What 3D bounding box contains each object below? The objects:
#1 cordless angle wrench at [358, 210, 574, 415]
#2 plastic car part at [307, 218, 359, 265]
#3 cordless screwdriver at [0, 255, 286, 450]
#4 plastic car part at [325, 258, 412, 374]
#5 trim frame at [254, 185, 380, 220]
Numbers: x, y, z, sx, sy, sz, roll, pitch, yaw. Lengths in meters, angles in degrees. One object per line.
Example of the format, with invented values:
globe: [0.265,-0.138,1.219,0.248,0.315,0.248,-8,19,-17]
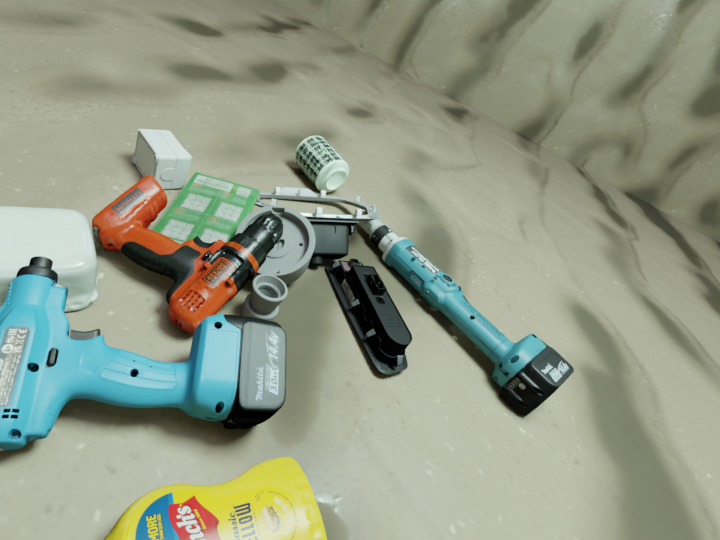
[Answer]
cordless angle wrench: [0.132,0.033,0.699,0.094,0.074,0.444,-12,48,-44]
plastic car part: [-0.065,-0.043,0.665,0.113,0.067,0.072,-3,79,-22]
cordless screwdriver: [-0.196,0.070,0.389,0.239,0.075,0.164,6,57,-25]
plastic car part: [0.019,0.051,0.605,0.063,0.067,0.213,12,39,-36]
trim frame: [-0.078,-0.119,0.739,0.239,0.027,0.194,-4,22,-30]
